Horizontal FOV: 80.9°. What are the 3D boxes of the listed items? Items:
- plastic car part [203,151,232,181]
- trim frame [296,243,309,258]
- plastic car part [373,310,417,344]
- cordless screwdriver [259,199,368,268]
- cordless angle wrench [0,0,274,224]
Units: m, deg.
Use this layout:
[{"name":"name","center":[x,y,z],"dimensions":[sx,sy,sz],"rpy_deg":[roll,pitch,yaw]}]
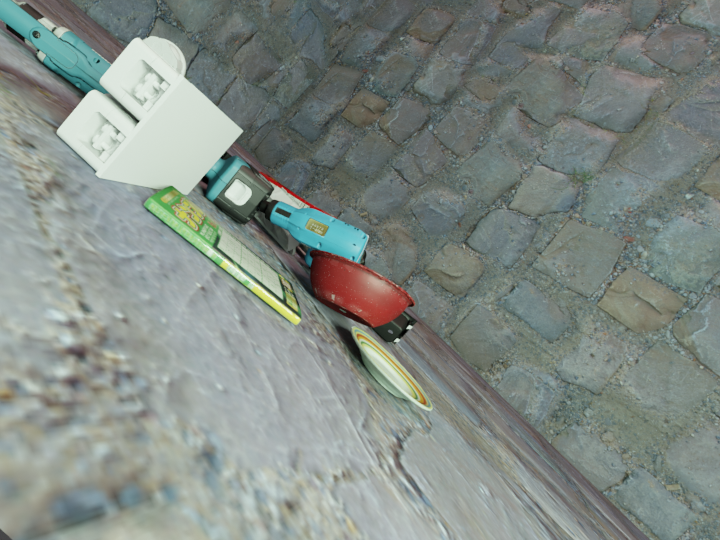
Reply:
[{"name":"plastic car part","center":[-0.251,-0.178,0.716],"dimensions":[0.069,0.067,0.192],"rpy_deg":[53,11,28]},{"name":"trim frame","center":[-0.080,-0.013,0.906],"dimensions":[0.261,0.027,0.175],"rpy_deg":[43,2,28]},{"name":"plastic car part","center":[0.037,0.088,0.783],"dimensions":[0.117,0.066,0.070],"rpy_deg":[40,18,3]},{"name":"cordless screwdriver","center":[-0.067,-0.044,0.686],"dimensions":[0.162,0.074,0.244],"rpy_deg":[26,-8,7]},{"name":"cordless angle wrench","center":[-0.300,-0.217,0.560],"dimensions":[0.404,0.074,0.102],"rpy_deg":[38,5,-27]}]
